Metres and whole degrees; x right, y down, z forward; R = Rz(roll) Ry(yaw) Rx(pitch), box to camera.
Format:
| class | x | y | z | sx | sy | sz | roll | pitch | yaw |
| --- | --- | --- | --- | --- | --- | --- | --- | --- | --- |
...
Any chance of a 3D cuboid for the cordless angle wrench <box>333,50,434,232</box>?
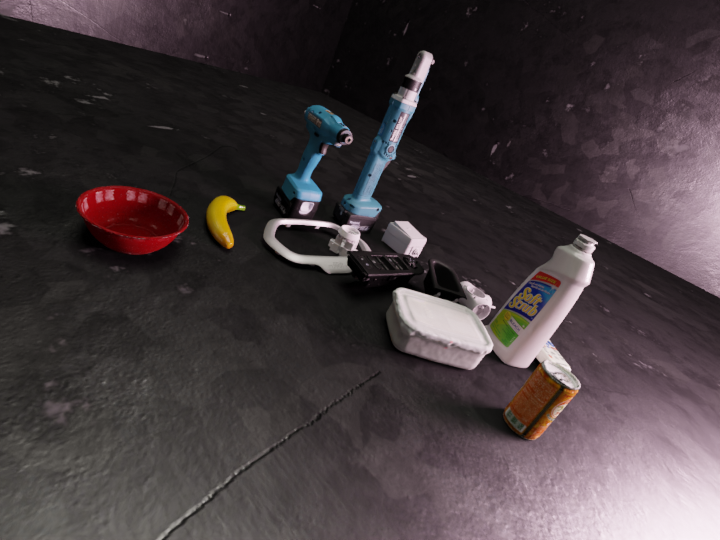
| class | x | y | z | sx | sy | sz | roll | pitch | yaw |
| --- | --- | --- | --- | --- | --- | --- | --- | --- | --- |
| cordless angle wrench | 0.057 | -0.286 | 0.972 | 0.093 | 0.419 | 0.078 | 6 | 31 | -35 |

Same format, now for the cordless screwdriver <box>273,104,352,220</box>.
| class | x | y | z | sx | sy | sz | roll | pitch | yaw |
| --- | --- | --- | --- | --- | --- | --- | --- | --- | --- |
| cordless screwdriver | -0.101 | -0.220 | 0.922 | 0.071 | 0.247 | 0.168 | 3 | 32 | -38 |

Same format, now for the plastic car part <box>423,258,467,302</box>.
| class | x | y | z | sx | sy | sz | roll | pitch | yaw |
| --- | --- | --- | --- | --- | --- | --- | --- | --- | --- |
| plastic car part | 0.153 | 0.036 | 0.833 | 0.065 | 0.070 | 0.119 | 19 | 26 | -10 |

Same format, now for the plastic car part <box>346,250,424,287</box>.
| class | x | y | z | sx | sy | sz | roll | pitch | yaw |
| --- | --- | --- | --- | --- | --- | --- | --- | --- | --- |
| plastic car part | 0.050 | 0.002 | 0.822 | 0.194 | 0.066 | 0.070 | -5 | 38 | -44 |

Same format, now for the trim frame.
| class | x | y | z | sx | sy | sz | roll | pitch | yaw |
| --- | --- | --- | --- | --- | --- | --- | --- | --- | --- |
| trim frame | -0.085 | -0.056 | 0.873 | 0.237 | 0.027 | 0.195 | 1 | 33 | -37 |
